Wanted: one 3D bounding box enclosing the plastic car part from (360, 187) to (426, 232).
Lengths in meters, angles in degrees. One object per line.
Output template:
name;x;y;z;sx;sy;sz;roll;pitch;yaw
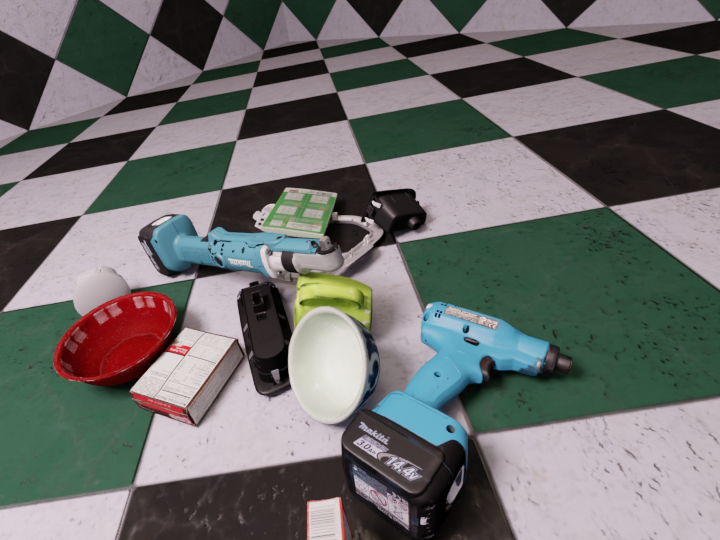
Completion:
plastic car part;0.071;-0.098;0.733;0.112;0.065;0.074;-11;51;-31

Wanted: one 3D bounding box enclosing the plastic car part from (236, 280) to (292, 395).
plastic car part;-0.127;0.072;0.569;0.065;0.065;0.213;-11;38;-15

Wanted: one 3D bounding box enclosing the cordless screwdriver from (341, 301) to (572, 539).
cordless screwdriver;0.100;0.131;0.418;0.167;0.072;0.245;14;39;30

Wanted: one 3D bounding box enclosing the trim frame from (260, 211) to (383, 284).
trim frame;-0.070;-0.046;0.717;0.194;0.027;0.243;19;38;33

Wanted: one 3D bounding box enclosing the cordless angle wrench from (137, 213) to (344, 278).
cordless angle wrench;-0.190;-0.030;0.620;0.445;0.094;0.073;6;36;41
